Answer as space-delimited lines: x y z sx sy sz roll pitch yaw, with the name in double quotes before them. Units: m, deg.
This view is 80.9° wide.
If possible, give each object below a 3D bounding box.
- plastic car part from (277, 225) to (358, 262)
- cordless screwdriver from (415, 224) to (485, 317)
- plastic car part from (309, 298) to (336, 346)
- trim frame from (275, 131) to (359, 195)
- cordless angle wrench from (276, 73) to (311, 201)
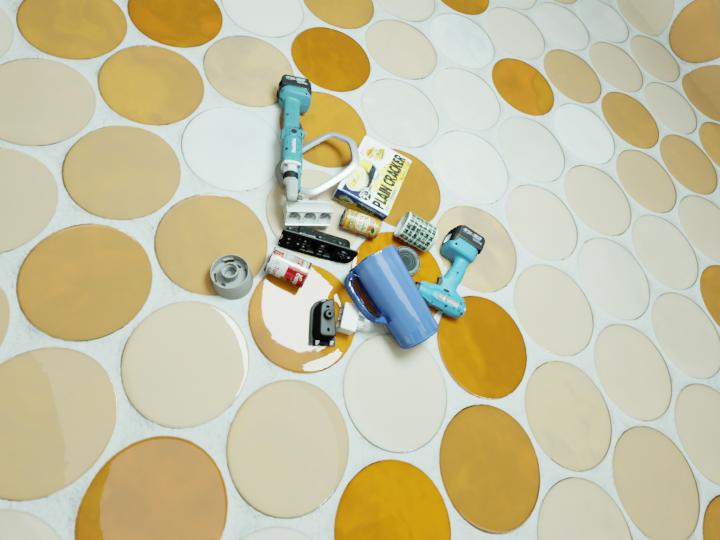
"plastic car part" -0.107 -0.070 1.094 0.200 0.066 0.068 18 39 -7
"cordless screwdriver" 0.236 -0.011 1.159 0.158 0.074 0.250 27 67 -5
"plastic car part" -0.084 0.118 1.011 0.064 0.071 0.119 6 70 -18
"trim frame" -0.117 -0.297 1.166 0.246 0.026 0.192 -37 64 -12
"cordless angle wrench" -0.184 -0.360 1.148 0.095 0.074 0.435 6 59 -16
